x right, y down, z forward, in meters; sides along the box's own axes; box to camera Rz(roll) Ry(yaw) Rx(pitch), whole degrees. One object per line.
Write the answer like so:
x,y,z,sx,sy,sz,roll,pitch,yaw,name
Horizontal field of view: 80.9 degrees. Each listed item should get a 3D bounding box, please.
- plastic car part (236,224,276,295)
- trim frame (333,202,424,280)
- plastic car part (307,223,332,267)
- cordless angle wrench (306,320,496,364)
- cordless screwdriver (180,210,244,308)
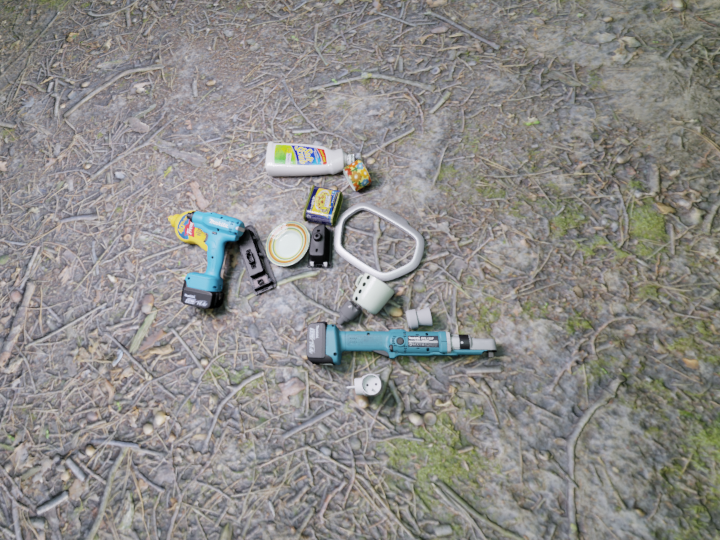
-0.295,-0.039,1.138,0.067,0.064,0.211,-27,64,7,plastic car part
0.044,-0.079,1.100,0.259,0.026,0.184,32,79,22,trim frame
-0.108,-0.071,1.104,0.067,0.069,0.118,1,73,8,plastic car part
0.089,0.169,0.973,0.429,0.072,0.100,-1,70,9,cordless angle wrench
-0.411,-0.031,1.112,0.163,0.073,0.249,15,88,11,cordless screwdriver
